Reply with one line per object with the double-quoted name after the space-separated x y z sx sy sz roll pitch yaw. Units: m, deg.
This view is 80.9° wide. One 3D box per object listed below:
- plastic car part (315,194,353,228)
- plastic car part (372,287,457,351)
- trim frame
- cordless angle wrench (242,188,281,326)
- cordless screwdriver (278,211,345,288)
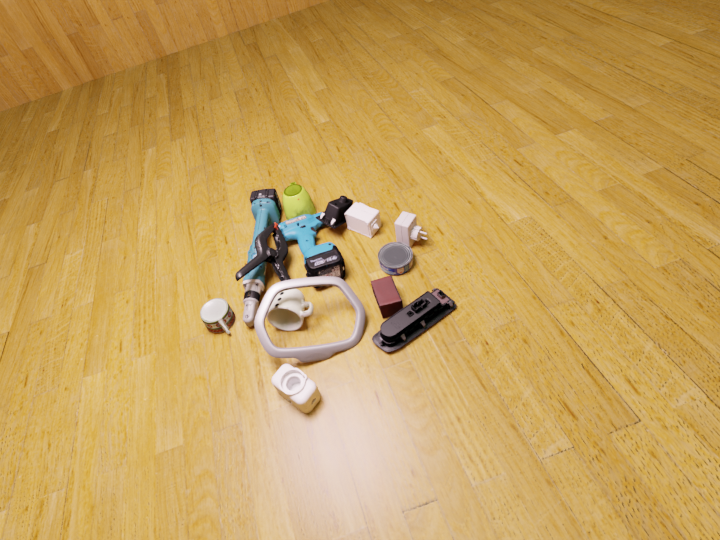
-0.059 -0.170 1.163 0.068 0.070 0.114 31 37 17 "plastic car part"
0.116 0.103 0.923 0.201 0.064 0.070 -35 58 -12 "plastic car part"
-0.109 0.107 0.934 0.244 0.028 0.187 -6 78 -13 "trim frame"
-0.274 -0.046 1.138 0.075 0.094 0.436 -7 52 6 "cordless angle wrench"
-0.110 -0.072 1.125 0.157 0.071 0.262 -22 44 -15 "cordless screwdriver"
